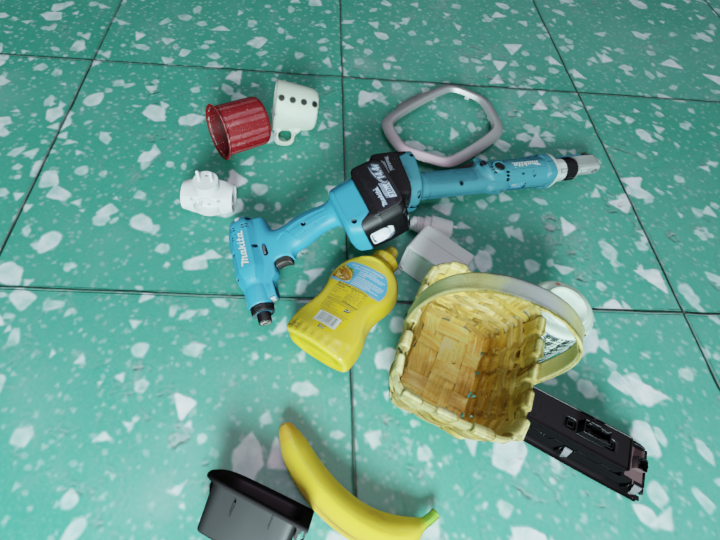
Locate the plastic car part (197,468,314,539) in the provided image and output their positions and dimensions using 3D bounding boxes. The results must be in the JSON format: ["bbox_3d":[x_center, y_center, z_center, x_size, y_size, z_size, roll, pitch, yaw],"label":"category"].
[{"bbox_3d":[-0.113,0.261,0.432,0.119,0.064,0.071,18,73,8],"label":"plastic car part"}]

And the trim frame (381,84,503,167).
[{"bbox_3d":[0.155,-0.277,0.796,0.245,0.027,0.191,-36,69,-21],"label":"trim frame"}]

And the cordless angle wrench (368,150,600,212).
[{"bbox_3d":[0.218,-0.158,0.705,0.415,0.073,0.101,-8,61,-12],"label":"cordless angle wrench"}]

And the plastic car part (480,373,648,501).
[{"bbox_3d":[0.243,0.189,0.501,0.208,0.065,0.066,25,67,13],"label":"plastic car part"}]

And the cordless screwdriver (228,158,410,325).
[{"bbox_3d":[-0.056,-0.036,0.569,0.251,0.071,0.165,-22,62,8],"label":"cordless screwdriver"}]
